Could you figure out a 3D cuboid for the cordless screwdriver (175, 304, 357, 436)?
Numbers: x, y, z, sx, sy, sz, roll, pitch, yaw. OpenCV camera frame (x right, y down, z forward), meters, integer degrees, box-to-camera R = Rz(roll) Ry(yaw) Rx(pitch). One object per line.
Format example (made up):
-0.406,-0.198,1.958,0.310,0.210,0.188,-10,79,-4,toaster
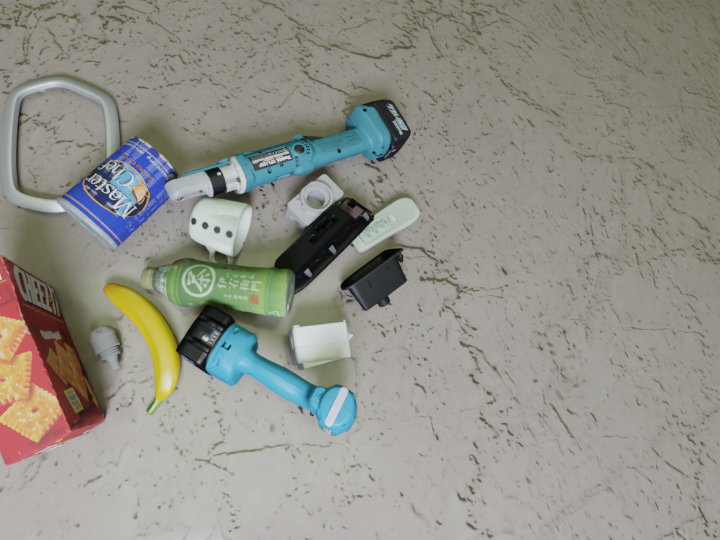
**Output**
-0.123,0.150,0.585,0.255,0.155,0.074,25,65,12,cordless screwdriver

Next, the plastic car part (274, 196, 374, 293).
-0.066,-0.043,0.674,0.068,0.065,0.202,40,80,15,plastic car part

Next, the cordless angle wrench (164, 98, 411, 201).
-0.106,-0.186,0.692,0.412,0.075,0.100,-25,80,-26,cordless angle wrench

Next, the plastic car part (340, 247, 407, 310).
0.028,0.022,0.691,0.115,0.068,0.070,-39,100,-18,plastic car part

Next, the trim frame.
-0.483,-0.206,0.674,0.180,0.027,0.253,-8,75,-16,trim frame
